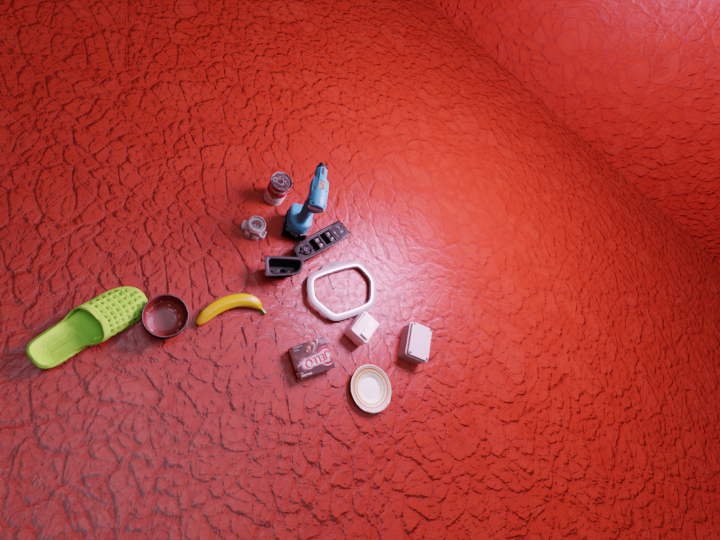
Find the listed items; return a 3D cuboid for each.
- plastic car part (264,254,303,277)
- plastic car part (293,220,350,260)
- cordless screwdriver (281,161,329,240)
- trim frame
[{"bbox_3d":[-0.231,-0.003,1.243,0.112,0.072,0.068,2,67,-24],"label":"plastic car part"},{"bbox_3d":[-0.130,-0.085,1.331,0.198,0.068,0.067,-32,84,-33],"label":"plastic car part"},{"bbox_3d":[-0.160,-0.201,1.266,0.072,0.252,0.163,16,62,-21],"label":"cordless screwdriver"},{"bbox_3d":[-0.056,0.056,1.317,0.240,0.028,0.188,-18,74,-30],"label":"trim frame"}]
